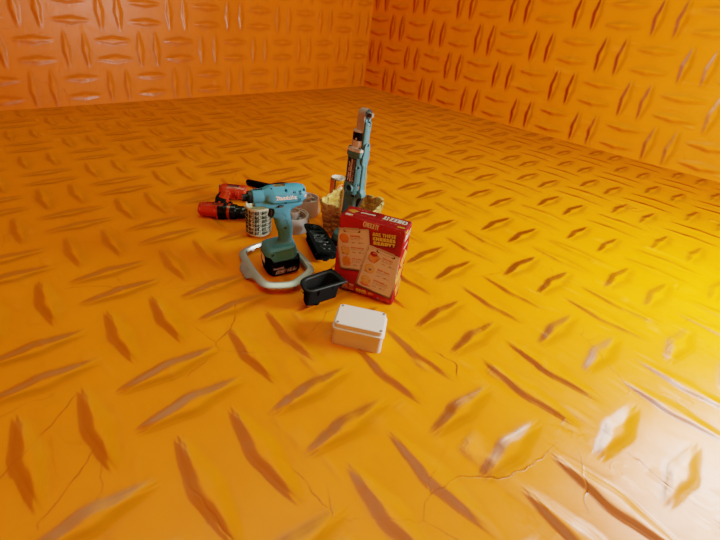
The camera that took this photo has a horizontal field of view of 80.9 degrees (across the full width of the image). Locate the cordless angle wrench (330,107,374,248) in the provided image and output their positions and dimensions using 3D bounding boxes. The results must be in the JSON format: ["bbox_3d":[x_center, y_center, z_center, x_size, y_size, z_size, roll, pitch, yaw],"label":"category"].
[{"bbox_3d":[-0.016,-0.231,1.163,0.103,0.413,0.072,28,36,29],"label":"cordless angle wrench"}]

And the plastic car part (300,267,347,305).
[{"bbox_3d":[-0.100,0.049,1.030,0.113,0.069,0.070,-20,40,-35],"label":"plastic car part"}]

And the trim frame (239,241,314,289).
[{"bbox_3d":[-0.235,-0.018,1.157,0.178,0.027,0.263,-14,37,-27],"label":"trim frame"}]

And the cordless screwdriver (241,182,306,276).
[{"bbox_3d":[-0.227,-0.105,1.093,0.154,0.243,0.078,-8,34,-24],"label":"cordless screwdriver"}]

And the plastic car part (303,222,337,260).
[{"bbox_3d":[-0.121,-0.079,1.233,0.065,0.065,0.213,-4,33,-18],"label":"plastic car part"}]
